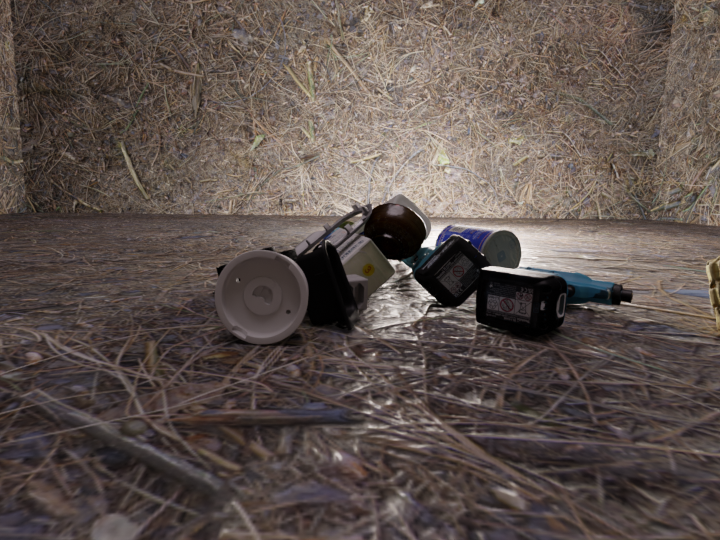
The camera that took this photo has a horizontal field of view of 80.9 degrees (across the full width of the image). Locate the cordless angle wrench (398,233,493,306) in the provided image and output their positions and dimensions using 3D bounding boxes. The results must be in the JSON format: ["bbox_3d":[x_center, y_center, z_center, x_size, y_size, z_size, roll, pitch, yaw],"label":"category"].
[{"bbox_3d":[0.127,-0.020,0.822,0.074,0.098,0.426,43,2,-7],"label":"cordless angle wrench"}]

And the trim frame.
[{"bbox_3d":[-0.075,-0.049,0.771,0.247,0.027,0.190,-43,17,-12],"label":"trim frame"}]

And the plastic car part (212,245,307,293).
[{"bbox_3d":[-0.158,0.002,0.664,0.210,0.066,0.065,-14,13,30],"label":"plastic car part"}]

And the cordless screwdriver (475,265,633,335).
[{"bbox_3d":[0.274,0.034,0.595,0.168,0.074,0.237,9,10,38],"label":"cordless screwdriver"}]

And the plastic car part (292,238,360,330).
[{"bbox_3d":[-0.053,0.023,0.560,0.072,0.116,0.065,-21,3,14],"label":"plastic car part"}]
